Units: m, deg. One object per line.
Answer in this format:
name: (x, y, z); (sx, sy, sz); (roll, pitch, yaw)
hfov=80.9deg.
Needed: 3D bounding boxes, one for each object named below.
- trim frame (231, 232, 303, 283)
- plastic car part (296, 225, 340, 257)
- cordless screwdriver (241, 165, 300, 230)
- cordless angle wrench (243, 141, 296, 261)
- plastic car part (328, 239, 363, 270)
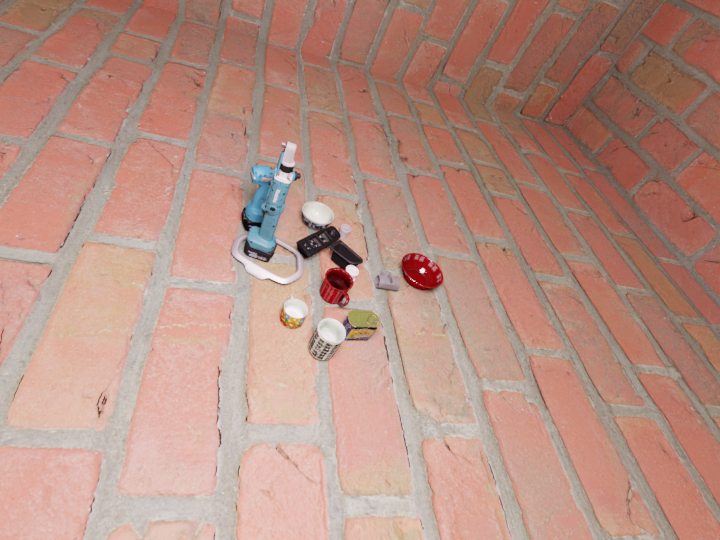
trim frame: (-0.295, -0.045, 1.360); (0.251, 0.027, 0.184); (29, 43, 5)
plastic car part: (-0.141, -0.093, 1.447); (0.068, 0.066, 0.198); (40, 45, 14)
cordless screwdriver: (-0.299, -0.236, 1.386); (0.153, 0.247, 0.078); (-1, 51, -28)
cordless angle wrench: (-0.253, -0.194, 1.238); (0.097, 0.420, 0.076); (21, 43, -9)
plastic car part: (-0.055, -0.038, 1.428); (0.120, 0.070, 0.064); (42, 44, 17)
